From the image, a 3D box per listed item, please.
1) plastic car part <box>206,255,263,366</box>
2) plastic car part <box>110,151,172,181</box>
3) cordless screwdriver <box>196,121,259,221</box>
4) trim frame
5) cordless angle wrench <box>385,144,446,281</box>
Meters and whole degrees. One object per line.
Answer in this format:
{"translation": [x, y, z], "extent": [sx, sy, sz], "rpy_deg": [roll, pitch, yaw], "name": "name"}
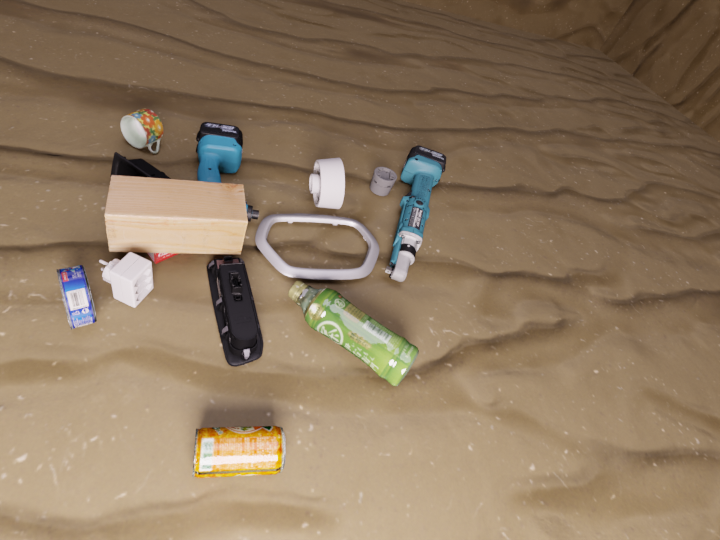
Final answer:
{"translation": [-0.193, 0.049, 0.664], "extent": [0.064, 0.067, 0.212], "rpy_deg": [0, 49, -30], "name": "plastic car part"}
{"translation": [-0.413, -0.178, 0.819], "extent": [0.118, 0.065, 0.070], "rpy_deg": [30, 31, 6], "name": "plastic car part"}
{"translation": [-0.278, -0.197, 0.866], "extent": [0.156, 0.073, 0.257], "rpy_deg": [7, 49, -12], "name": "cordless screwdriver"}
{"translation": [-0.080, -0.052, 0.821], "extent": [0.242, 0.027, 0.192], "rpy_deg": [-1, 49, -16], "name": "trim frame"}
{"translation": [0.119, -0.132, 0.932], "extent": [0.098, 0.073, 0.428], "rpy_deg": [19, 47, -1], "name": "cordless angle wrench"}
